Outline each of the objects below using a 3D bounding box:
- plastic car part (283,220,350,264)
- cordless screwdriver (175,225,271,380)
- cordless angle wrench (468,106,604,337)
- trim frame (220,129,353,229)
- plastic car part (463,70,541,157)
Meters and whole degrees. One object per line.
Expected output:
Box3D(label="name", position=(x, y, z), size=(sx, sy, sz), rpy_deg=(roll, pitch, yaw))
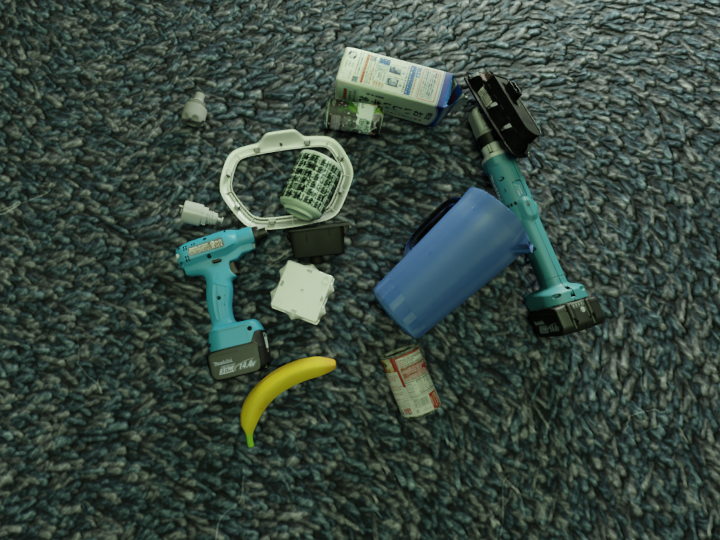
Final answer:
Box3D(label="plastic car part", position=(-0.073, -0.048, 0.745), size=(0.117, 0.066, 0.070), rpy_deg=(-10, 96, 1))
Box3D(label="cordless screwdriver", position=(-0.207, 0.049, 0.718), size=(0.158, 0.073, 0.254), rpy_deg=(-19, 76, -4))
Box3D(label="cordless angle wrench", position=(0.278, -0.101, 0.736), size=(0.074, 0.097, 0.431), rpy_deg=(-16, 76, -9))
Box3D(label="trim frame", position=(-0.137, -0.170, 0.782), size=(0.249, 0.027, 0.187), rpy_deg=(-8, 79, 0))
Box3D(label="plastic car part", position=(0.260, -0.286, 0.750), size=(0.063, 0.068, 0.209), rpy_deg=(7, 59, -37))
